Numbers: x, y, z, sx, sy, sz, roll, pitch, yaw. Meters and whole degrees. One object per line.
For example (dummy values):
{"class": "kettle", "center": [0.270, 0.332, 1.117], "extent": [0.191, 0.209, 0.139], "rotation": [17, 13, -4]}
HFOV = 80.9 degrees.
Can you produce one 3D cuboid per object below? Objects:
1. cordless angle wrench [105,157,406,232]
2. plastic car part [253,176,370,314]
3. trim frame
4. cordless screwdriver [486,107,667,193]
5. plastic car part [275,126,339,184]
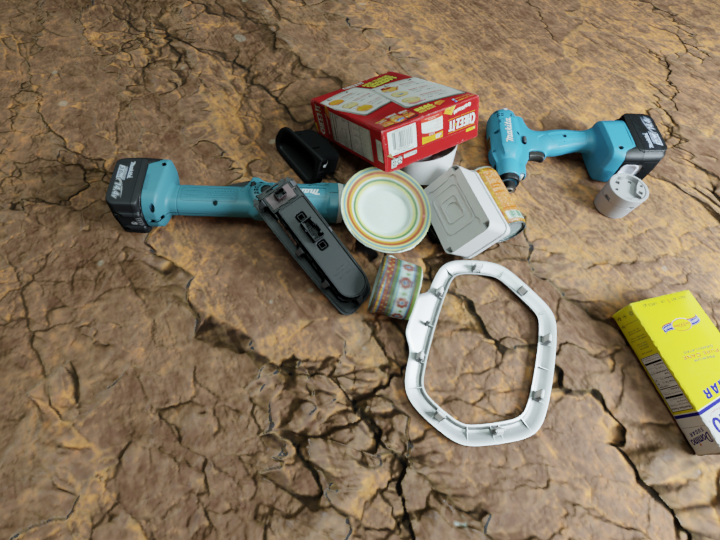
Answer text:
{"class": "cordless angle wrench", "center": [-0.138, -0.104, 0.619], "extent": [0.421, 0.073, 0.101], "rotation": [1, 61, -3]}
{"class": "plastic car part", "center": [-0.054, -0.035, 0.554], "extent": [0.065, 0.068, 0.203], "rotation": [-37, 91, -21]}
{"class": "trim frame", "center": [0.151, 0.091, 0.534], "extent": [0.188, 0.027, 0.250], "rotation": [19, 63, 11]}
{"class": "cordless screwdriver", "center": [0.333, -0.182, 0.673], "extent": [0.251, 0.072, 0.162], "rotation": [5, 60, 6]}
{"class": "plastic car part", "center": [-0.078, -0.193, 0.681], "extent": [0.069, 0.065, 0.122], "rotation": [-21, 59, -32]}
